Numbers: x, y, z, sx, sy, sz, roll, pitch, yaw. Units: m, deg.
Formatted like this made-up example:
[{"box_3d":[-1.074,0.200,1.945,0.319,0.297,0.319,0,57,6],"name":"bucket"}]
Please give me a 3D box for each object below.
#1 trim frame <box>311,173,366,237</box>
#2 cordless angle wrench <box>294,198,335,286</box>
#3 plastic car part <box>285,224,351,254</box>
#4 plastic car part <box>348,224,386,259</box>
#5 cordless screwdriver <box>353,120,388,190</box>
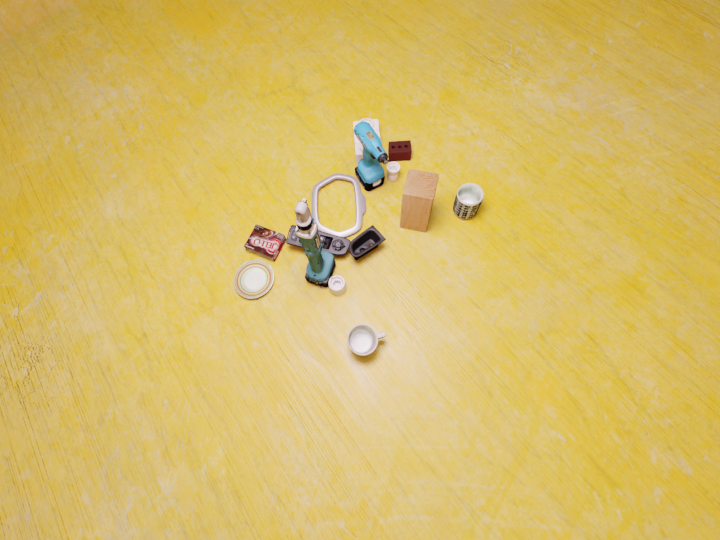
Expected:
[{"box_3d":[-0.074,-0.222,1.429,0.186,0.026,0.255,-6,65,5],"name":"trim frame"},{"box_3d":[-0.131,-0.068,1.156,0.076,0.410,0.099,17,69,9],"name":"cordless angle wrench"},{"box_3d":[-0.132,-0.087,1.354,0.208,0.065,0.067,12,68,12],"name":"plastic car part"},{"box_3d":[0.013,-0.076,1.328,0.116,0.069,0.069,-36,68,-10],"name":"plastic car part"},{"box_3d":[0.040,-0.342,1.350,0.074,0.241,0.165,-27,68,-8],"name":"cordless screwdriver"}]
